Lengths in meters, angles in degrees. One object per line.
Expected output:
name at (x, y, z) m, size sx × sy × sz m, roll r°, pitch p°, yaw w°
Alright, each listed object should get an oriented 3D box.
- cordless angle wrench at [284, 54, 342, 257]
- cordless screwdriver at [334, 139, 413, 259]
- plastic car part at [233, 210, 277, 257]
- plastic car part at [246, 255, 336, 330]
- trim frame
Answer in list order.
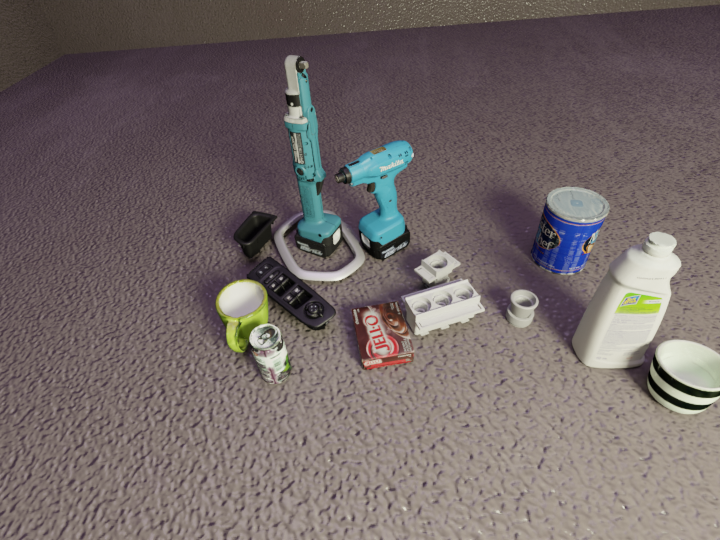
cordless angle wrench at (-0.103, -0.207, 0.838) m, size 0.102 × 0.407 × 0.074 m, roll 19°, pitch 48°, yaw 23°
cordless screwdriver at (0.028, -0.130, 0.859) m, size 0.156 × 0.239 × 0.078 m, roll -25°, pitch 47°, yaw -19°
plastic car part at (-0.241, -0.074, 0.967) m, size 0.068 × 0.068 × 0.117 m, roll 12°, pitch 47°, yaw 18°
plastic car part at (-0.133, 0.054, 0.820) m, size 0.214 × 0.064 × 0.065 m, roll 31°, pitch 55°, yaw 33°
trim frame at (-0.094, -0.061, 0.961) m, size 0.181 × 0.026 × 0.262 m, roll -22°, pitch 45°, yaw -14°
